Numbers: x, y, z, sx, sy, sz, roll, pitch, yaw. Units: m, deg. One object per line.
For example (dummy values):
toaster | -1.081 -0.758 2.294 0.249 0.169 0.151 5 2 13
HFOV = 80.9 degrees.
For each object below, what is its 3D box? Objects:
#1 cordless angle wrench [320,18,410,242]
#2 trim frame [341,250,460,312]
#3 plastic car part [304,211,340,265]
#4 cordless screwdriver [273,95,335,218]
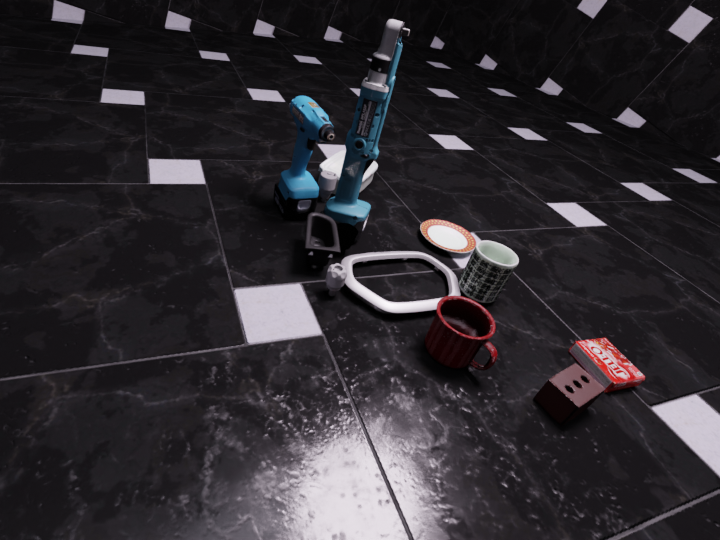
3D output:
cordless angle wrench | 0.005 -0.246 0.806 0.100 0.415 0.074 22 36 6
trim frame | 0.079 0.014 0.813 0.240 0.027 0.194 -7 41 -24
plastic car part | -0.080 -0.052 0.817 0.065 0.070 0.121 7 37 -11
cordless screwdriver | -0.113 -0.217 0.876 0.072 0.244 0.168 -6 42 -29
